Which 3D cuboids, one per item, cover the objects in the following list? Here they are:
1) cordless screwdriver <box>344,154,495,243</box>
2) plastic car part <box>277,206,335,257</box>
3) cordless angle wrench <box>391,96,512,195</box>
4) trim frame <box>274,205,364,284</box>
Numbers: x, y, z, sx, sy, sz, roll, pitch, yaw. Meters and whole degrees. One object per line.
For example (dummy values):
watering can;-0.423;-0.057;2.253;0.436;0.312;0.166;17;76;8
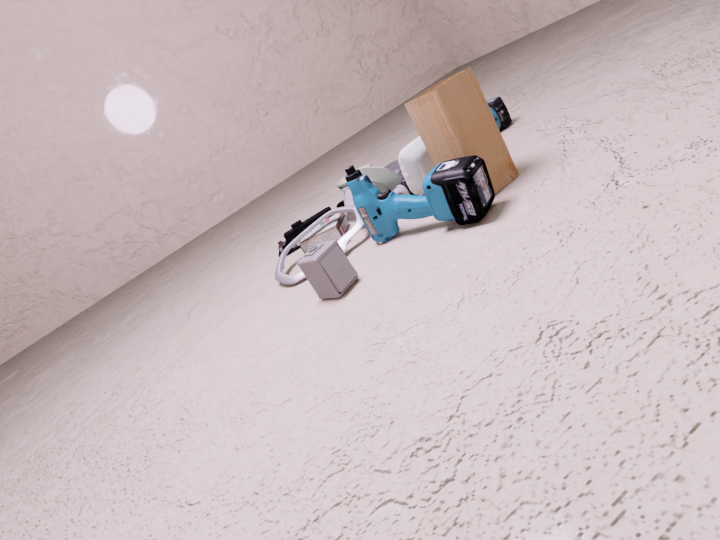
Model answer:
cordless screwdriver;0.088;-0.138;0.733;0.259;0.154;0.073;-9;27;44
plastic car part;-0.142;-0.111;1.136;0.204;0.066;0.067;-27;11;5
cordless angle wrench;0.200;-0.273;1.010;0.418;0.072;0.102;-42;21;-20
trim frame;-0.091;-0.060;0.935;0.248;0.026;0.193;-40;32;-3
